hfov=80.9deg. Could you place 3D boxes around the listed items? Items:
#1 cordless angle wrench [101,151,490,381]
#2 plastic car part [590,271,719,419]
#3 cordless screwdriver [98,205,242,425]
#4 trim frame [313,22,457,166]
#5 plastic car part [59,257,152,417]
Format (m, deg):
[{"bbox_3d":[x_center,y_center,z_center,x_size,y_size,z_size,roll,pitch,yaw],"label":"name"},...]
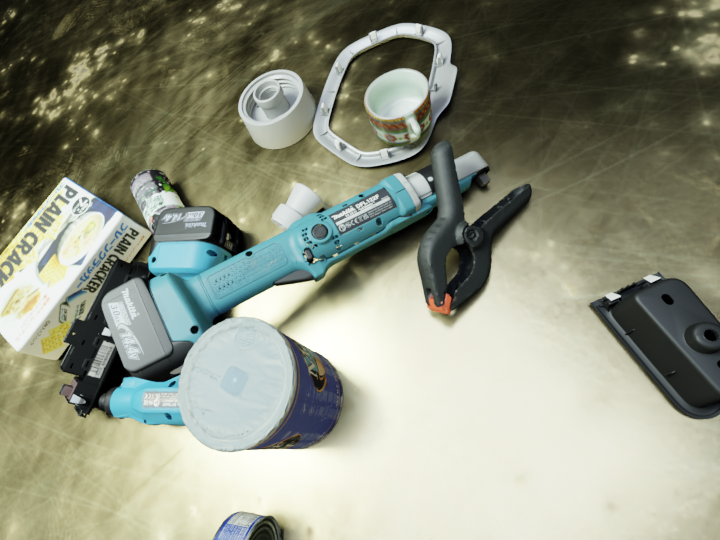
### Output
[{"bbox_3d":[-0.044,-0.028,0.445,0.419,0.073,0.101,-28,75,-10],"label":"cordless angle wrench"},{"bbox_3d":[0.259,0.053,0.339,0.066,0.067,0.122,-28,59,6],"label":"plastic car part"},{"bbox_3d":[-0.225,0.051,0.507,0.163,0.071,0.254,-7,69,15],"label":"cordless screwdriver"},{"bbox_3d":[0.033,-0.247,0.575,0.191,0.026,0.251,9,69,21],"label":"trim frame"},{"bbox_3d":[-0.323,0.069,0.531,0.068,0.064,0.204,-15,50,56],"label":"plastic car part"}]
